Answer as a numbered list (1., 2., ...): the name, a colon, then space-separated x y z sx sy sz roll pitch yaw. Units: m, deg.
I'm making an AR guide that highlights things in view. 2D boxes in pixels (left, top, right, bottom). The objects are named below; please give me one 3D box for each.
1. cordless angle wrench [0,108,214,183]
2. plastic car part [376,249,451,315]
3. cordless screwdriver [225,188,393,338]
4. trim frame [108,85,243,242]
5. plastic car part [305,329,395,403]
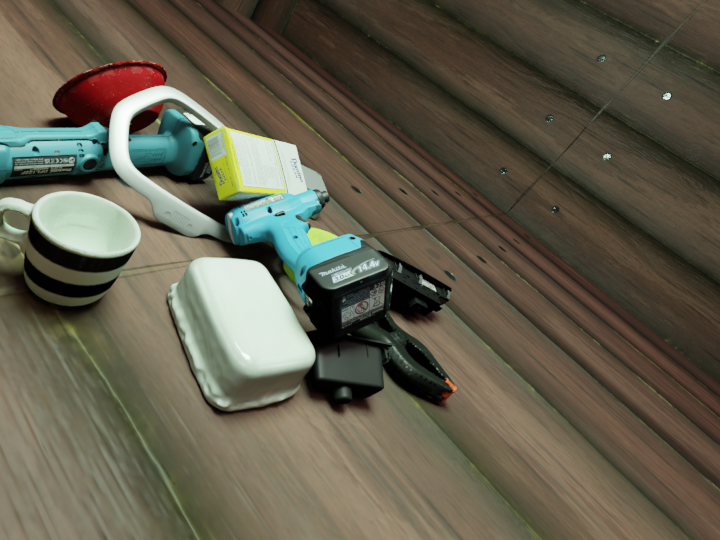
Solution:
1. cordless angle wrench: -0.342 -0.146 0.513 0.076 0.098 0.412 42 30 9
2. plastic car part: 0.077 0.032 0.716 0.193 0.067 0.069 31 40 -32
3. cordless screwdriver: -0.053 -0.034 0.538 0.155 0.072 0.263 -24 42 -27
4. trim frame: -0.226 -0.139 0.580 0.234 0.028 0.188 37 51 -48
5. plastic car part: -0.019 0.116 0.486 0.111 0.066 0.074 15 47 -32
